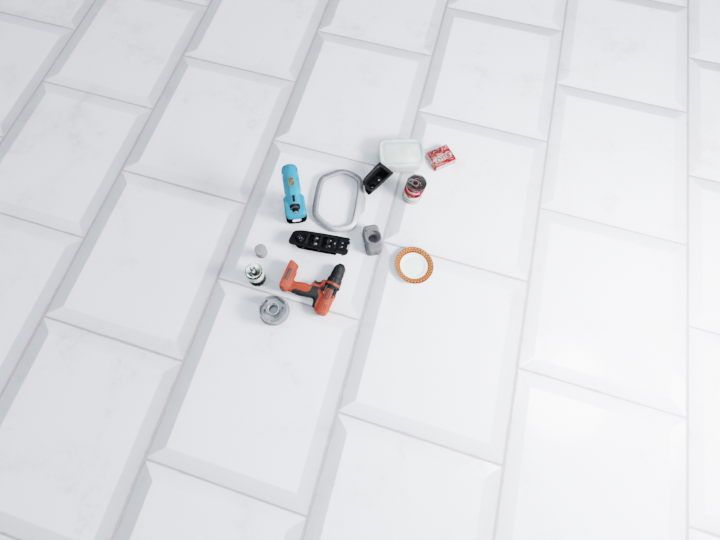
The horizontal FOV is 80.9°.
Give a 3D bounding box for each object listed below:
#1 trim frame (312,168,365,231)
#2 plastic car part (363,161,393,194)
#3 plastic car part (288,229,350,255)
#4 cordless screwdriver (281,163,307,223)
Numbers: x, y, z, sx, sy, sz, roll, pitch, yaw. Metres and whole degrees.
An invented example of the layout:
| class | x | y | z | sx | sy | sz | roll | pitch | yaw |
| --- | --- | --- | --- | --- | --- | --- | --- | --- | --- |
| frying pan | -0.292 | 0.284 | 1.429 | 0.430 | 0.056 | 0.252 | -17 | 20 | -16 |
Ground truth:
| class | x | y | z | sx | sy | sz | roll | pitch | yaw |
| --- | --- | --- | --- | --- | --- | --- | --- | --- | --- |
| trim frame | -0.075 | -0.250 | 1.505 | 0.185 | 0.027 | 0.252 | 7 | 70 | 3 |
| plastic car part | 0.051 | -0.316 | 1.505 | 0.068 | 0.070 | 0.116 | 41 | 75 | 11 |
| plastic car part | -0.140 | -0.091 | 1.427 | 0.205 | 0.066 | 0.067 | 12 | 71 | 5 |
| cordless screwdriver | -0.216 | -0.219 | 1.380 | 0.074 | 0.244 | 0.163 | -9 | 72 | -7 |
